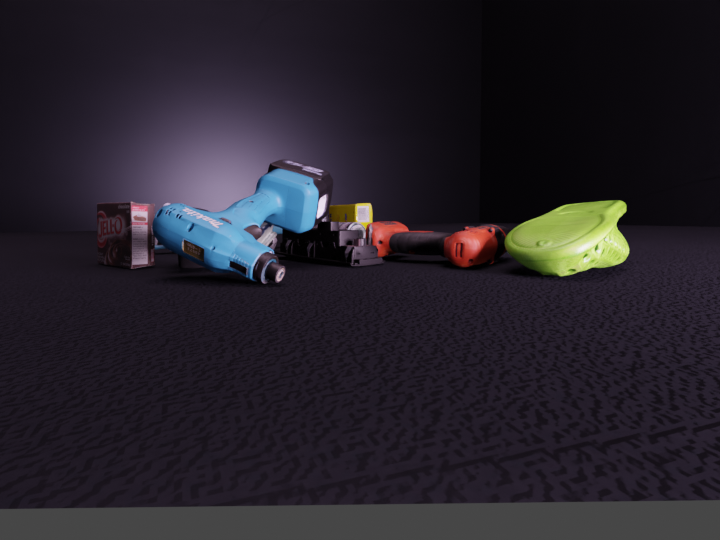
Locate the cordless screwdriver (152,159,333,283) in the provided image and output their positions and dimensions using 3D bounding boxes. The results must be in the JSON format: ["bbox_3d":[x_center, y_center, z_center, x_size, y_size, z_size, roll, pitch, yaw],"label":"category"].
[{"bbox_3d":[-0.108,-0.065,0.526,0.165,0.073,0.244,21,32,18],"label":"cordless screwdriver"}]

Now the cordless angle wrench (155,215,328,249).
[{"bbox_3d":[-0.263,-0.084,0.874,0.407,0.097,0.078,-9,12,-31],"label":"cordless angle wrench"}]

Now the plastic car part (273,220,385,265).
[{"bbox_3d":[-0.062,-0.041,0.637,0.064,0.066,0.213,-15,12,-42],"label":"plastic car part"}]

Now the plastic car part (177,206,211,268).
[{"bbox_3d":[-0.231,-0.040,0.585,0.064,0.070,0.122,0,21,-24],"label":"plastic car part"}]
